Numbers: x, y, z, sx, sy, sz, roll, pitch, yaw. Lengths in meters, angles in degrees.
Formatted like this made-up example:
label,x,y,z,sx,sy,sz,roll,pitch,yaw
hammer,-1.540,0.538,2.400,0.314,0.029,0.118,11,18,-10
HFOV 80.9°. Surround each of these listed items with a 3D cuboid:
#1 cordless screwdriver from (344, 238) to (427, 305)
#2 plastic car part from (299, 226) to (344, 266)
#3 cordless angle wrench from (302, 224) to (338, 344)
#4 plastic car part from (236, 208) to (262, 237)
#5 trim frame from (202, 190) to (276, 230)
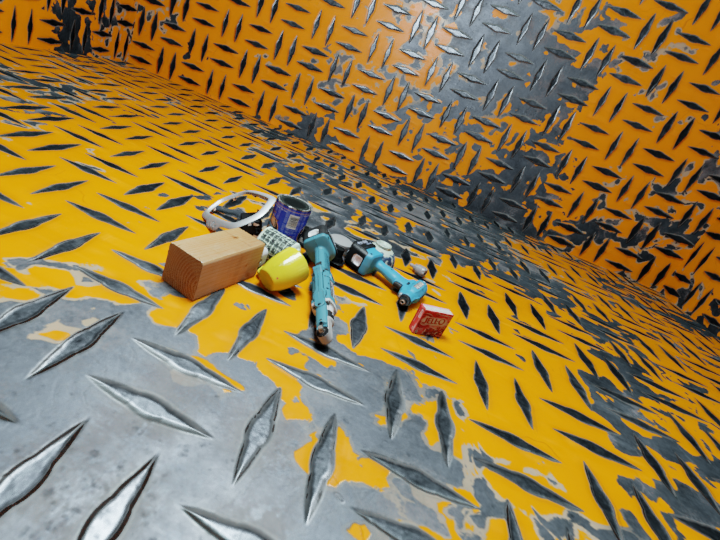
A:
label,x,y,z,sx,sy,sz,roll,pitch,yaw
cordless screwdriver,0.065,0.011,1.213,0.258,0.074,0.154,35,25,19
plastic car part,-0.123,-0.081,1.259,0.211,0.067,0.064,35,13,21
cordless angle wrench,-0.092,0.026,1.014,0.075,0.094,0.437,-22,31,6
plastic car part,-0.318,-0.134,1.204,0.069,0.065,0.122,-2,27,-20
trim frame,-0.336,-0.166,1.155,0.181,0.026,0.263,-37,39,-27
